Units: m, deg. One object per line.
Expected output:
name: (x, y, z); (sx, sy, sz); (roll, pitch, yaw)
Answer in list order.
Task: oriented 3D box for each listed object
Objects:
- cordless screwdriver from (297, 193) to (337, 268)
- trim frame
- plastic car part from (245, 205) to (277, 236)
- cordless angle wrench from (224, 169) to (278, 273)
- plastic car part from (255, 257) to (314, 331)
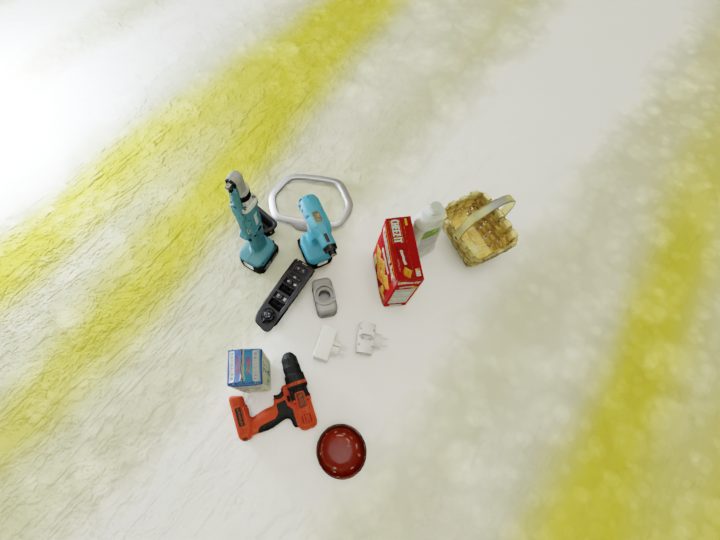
cordless screwdriver: (-0.104, -0.068, 1.064); (0.073, 0.244, 0.164); (-22, 72, -13)
trim frame: (-0.146, -0.200, 1.238); (0.250, 0.027, 0.187); (7, 67, 2)
plastic car part: (-0.285, -0.131, 1.184); (0.120, 0.069, 0.065); (38, 71, 13)
cordless angle wrench: (-0.258, -0.109, 0.988); (0.075, 0.415, 0.098); (29, 69, 5)
plastic car part: (-0.200, 0.069, 1.102); (0.068, 0.066, 0.202); (31, 70, 9)
